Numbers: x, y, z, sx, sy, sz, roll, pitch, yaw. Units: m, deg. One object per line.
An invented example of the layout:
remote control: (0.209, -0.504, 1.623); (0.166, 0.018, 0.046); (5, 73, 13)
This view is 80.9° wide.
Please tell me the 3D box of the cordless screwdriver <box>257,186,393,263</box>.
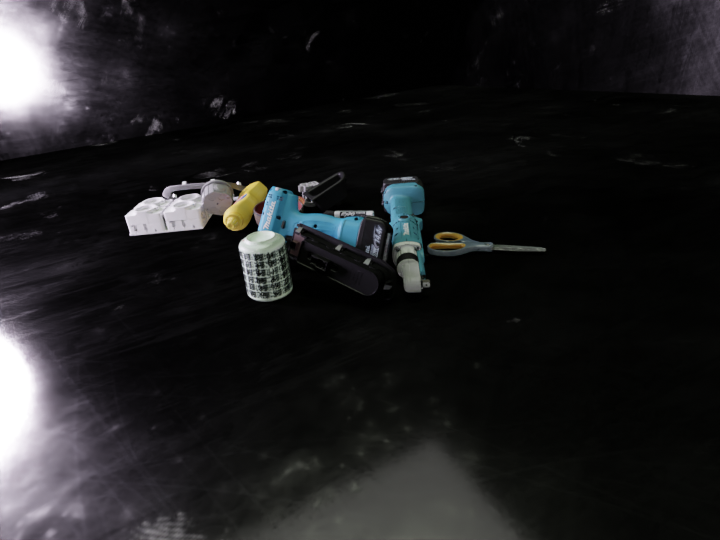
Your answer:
cordless screwdriver: (-0.075, -0.049, 0.769); (0.257, 0.159, 0.072); (17, 4, 18)

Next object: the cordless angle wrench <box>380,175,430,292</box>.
cordless angle wrench: (0.090, -0.083, 0.839); (0.099, 0.072, 0.431); (-4, 31, 6)

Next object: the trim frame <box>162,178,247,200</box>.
trim frame: (-0.416, -0.213, 1.156); (0.250, 0.028, 0.181); (-5, -6, 2)

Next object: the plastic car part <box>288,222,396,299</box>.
plastic car part: (-0.037, -0.013, 0.686); (0.211, 0.066, 0.065); (24, 12, 19)

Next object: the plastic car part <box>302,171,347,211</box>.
plastic car part: (-0.076, -0.191, 1.068); (0.115, 0.068, 0.069); (-32, 34, -12)
